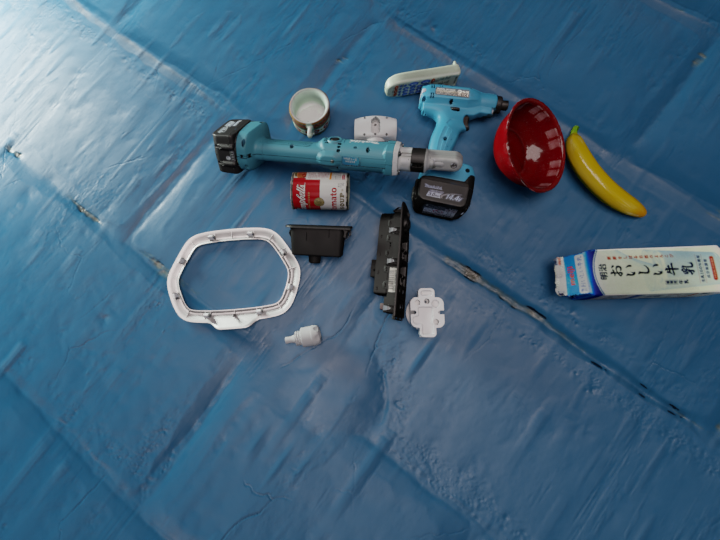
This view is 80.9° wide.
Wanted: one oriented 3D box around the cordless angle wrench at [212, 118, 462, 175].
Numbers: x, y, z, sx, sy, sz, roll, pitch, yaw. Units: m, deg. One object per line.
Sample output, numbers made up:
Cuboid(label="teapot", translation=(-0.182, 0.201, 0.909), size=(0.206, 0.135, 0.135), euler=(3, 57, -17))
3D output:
Cuboid(label="cordless angle wrench", translation=(-0.045, -0.202, 0.729), size=(0.434, 0.072, 0.099), euler=(8, 39, 14))

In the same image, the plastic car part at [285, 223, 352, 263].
Cuboid(label="plastic car part", translation=(-0.074, -0.048, 0.755), size=(0.118, 0.065, 0.070), euler=(0, 94, 7))

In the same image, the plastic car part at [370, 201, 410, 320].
Cuboid(label="plastic car part", translation=(0.055, -0.018, 0.737), size=(0.070, 0.063, 0.204), euler=(4, 80, 29))

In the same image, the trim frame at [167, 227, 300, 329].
Cuboid(label="trim frame", translation=(-0.233, 0.013, 0.770), size=(0.249, 0.027, 0.186), euler=(-4, 79, 2))

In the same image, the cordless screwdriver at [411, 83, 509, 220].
Cuboid(label="cordless screwdriver", translation=(0.177, -0.217, 0.757), size=(0.161, 0.073, 0.251), euler=(7, 76, 5))
